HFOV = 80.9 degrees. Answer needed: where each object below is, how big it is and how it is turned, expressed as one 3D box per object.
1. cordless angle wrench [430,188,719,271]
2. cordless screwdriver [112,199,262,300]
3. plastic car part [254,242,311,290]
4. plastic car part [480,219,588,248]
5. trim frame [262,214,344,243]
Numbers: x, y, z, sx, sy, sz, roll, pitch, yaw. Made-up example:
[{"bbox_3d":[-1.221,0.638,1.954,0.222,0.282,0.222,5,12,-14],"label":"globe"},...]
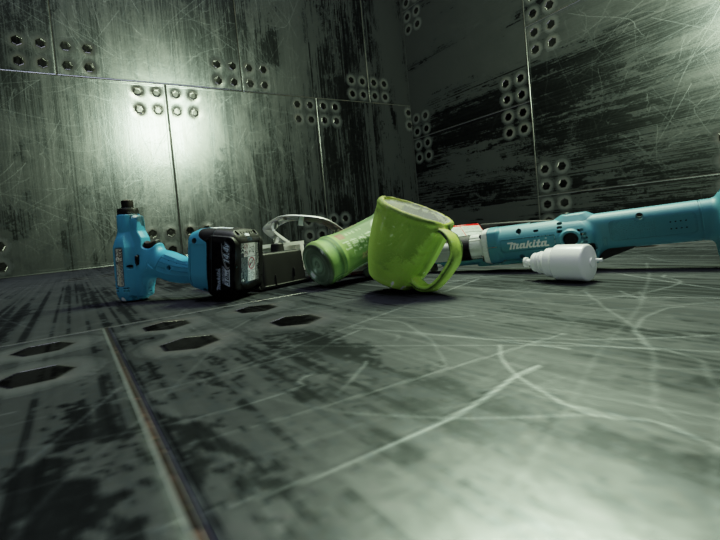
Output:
[{"bbox_3d":[0.279,-0.042,0.551,0.441,0.097,0.071,-5,6,36],"label":"cordless angle wrench"},{"bbox_3d":[-0.271,-0.035,0.633,0.257,0.158,0.072,-1,4,22],"label":"cordless screwdriver"},{"bbox_3d":[-0.138,-0.009,0.686,0.069,0.070,0.112,-1,9,42],"label":"plastic car part"},{"bbox_3d":[0.317,-0.051,0.764,0.063,0.067,0.212,25,-16,-38],"label":"plastic car part"},{"bbox_3d":[-0.081,-0.053,0.827,0.191,0.028,0.235,-2,-23,28],"label":"trim frame"}]
